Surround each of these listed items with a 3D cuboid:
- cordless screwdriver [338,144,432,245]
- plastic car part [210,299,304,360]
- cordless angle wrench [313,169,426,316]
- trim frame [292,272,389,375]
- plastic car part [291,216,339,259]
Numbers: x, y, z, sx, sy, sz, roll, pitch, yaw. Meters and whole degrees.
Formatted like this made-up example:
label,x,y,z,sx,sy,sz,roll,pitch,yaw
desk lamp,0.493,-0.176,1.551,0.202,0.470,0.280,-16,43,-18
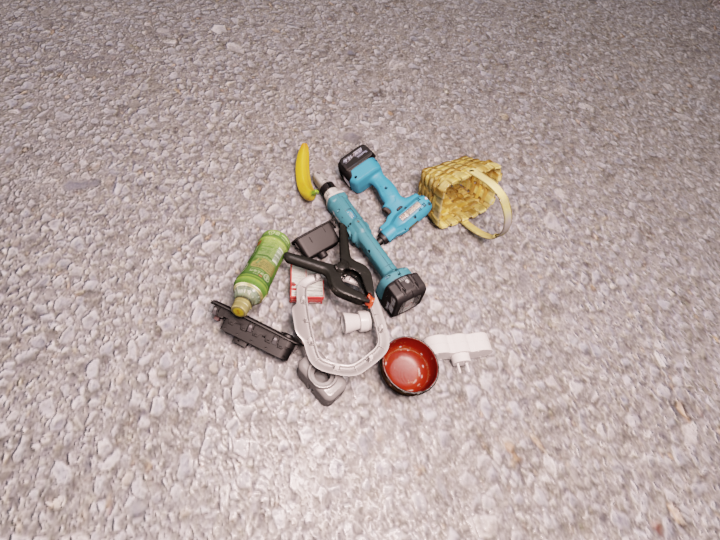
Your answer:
label,x,y,z,sx,sy,sz,roll,pitch,yaw
cordless screwdriver,0.036,-0.187,1.054,0.159,0.072,0.258,-41,69,-4
plastic car part,-0.210,0.123,0.838,0.206,0.065,0.067,21,71,7
cordless angle wrench,-0.006,-0.091,0.986,0.073,0.095,0.442,-23,60,-19
trim frame,-0.043,0.093,0.843,0.181,0.027,0.259,-6,51,-11
plastic car part,-0.096,-0.062,0.977,0.115,0.066,0.072,-34,84,-22
